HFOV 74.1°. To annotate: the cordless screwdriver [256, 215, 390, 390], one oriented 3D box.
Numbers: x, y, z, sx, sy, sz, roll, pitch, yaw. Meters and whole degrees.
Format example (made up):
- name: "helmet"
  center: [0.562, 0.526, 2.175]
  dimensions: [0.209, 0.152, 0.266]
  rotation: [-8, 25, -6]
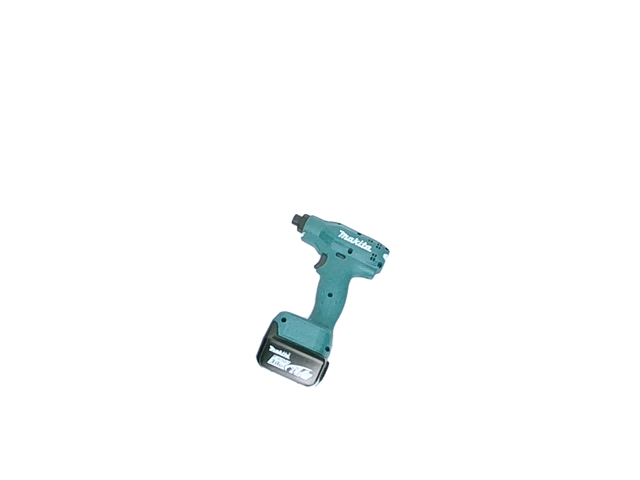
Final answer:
- name: "cordless screwdriver"
  center: [-0.016, 0.081, 0.625]
  dimensions: [0.159, 0.247, 0.074]
  rotation: [26, -22, 9]
